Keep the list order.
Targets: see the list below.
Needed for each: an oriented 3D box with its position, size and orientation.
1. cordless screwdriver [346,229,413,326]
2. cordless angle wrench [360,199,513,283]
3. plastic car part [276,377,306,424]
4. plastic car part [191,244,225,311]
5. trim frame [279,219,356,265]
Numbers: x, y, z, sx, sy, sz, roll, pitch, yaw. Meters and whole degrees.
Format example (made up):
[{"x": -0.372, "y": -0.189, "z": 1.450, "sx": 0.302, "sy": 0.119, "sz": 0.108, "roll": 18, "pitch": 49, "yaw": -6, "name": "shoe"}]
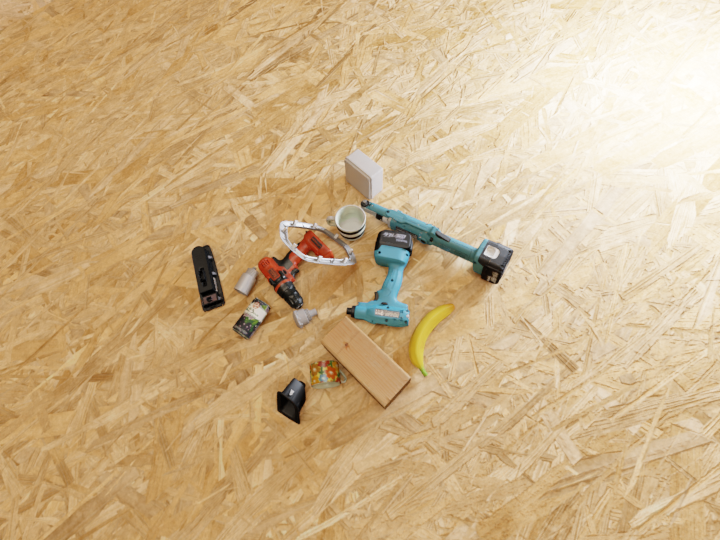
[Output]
[{"x": 0.055, "y": 0.019, "z": 1.110, "sx": 0.162, "sy": 0.072, "sz": 0.252, "roll": 4, "pitch": 70, "yaw": 11, "name": "cordless screwdriver"}, {"x": 0.183, "y": -0.099, "z": 1.141, "sx": 0.442, "sy": 0.094, "sz": 0.074, "roll": 27, "pitch": 72, "yaw": 24, "name": "cordless angle wrench"}, {"x": -0.156, "y": 0.298, "z": 0.998, "sx": 0.068, "sy": 0.113, "sz": 0.070, "roll": 24, "pitch": 47, "yaw": 16, "name": "plastic car part"}, {"x": -0.446, "y": 0.011, "z": 1.204, "sx": 0.067, "sy": 0.064, "sz": 0.211, "roll": -24, "pitch": 61, "yaw": 4, "name": "plastic car part"}, {"x": -0.108, "y": -0.071, "z": 1.109, "sx": 0.027, "sy": 0.236, "sz": 0.194, "roll": -55, "pitch": 54, "yaw": 24, "name": "trim frame"}]
